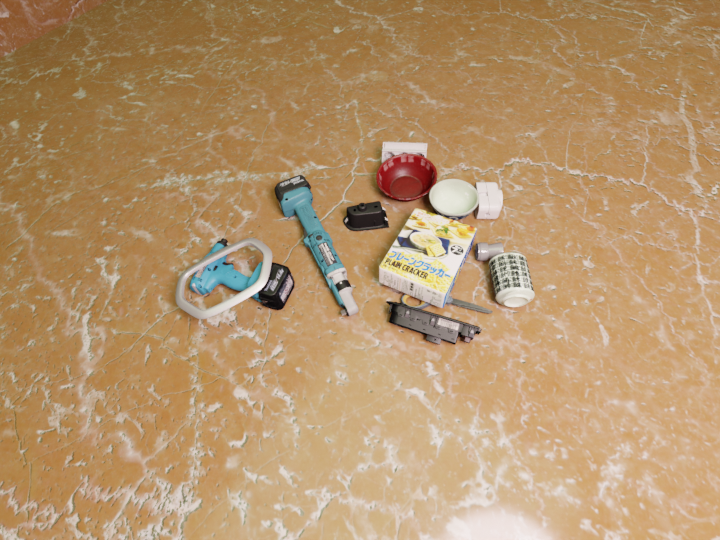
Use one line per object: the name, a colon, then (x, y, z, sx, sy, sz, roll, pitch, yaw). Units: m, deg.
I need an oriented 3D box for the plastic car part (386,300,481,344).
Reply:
plastic car part: (0.148, 0.117, 0.912, 0.210, 0.064, 0.067, 20, 86, 18)

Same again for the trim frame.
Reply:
trim frame: (-0.318, 0.014, 0.989, 0.248, 0.026, 0.194, -31, 54, -4)

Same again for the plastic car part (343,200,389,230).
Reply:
plastic car part: (0.013, -0.148, 1.100, 0.116, 0.068, 0.068, -6, 55, -1)

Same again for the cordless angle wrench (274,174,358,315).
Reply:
cordless angle wrench: (-0.104, -0.068, 1.066, 0.097, 0.072, 0.443, -23, 58, -9)

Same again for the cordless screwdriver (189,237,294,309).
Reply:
cordless screwdriver: (-0.284, 0.002, 1.041, 0.257, 0.071, 0.161, 9, 58, 18)
